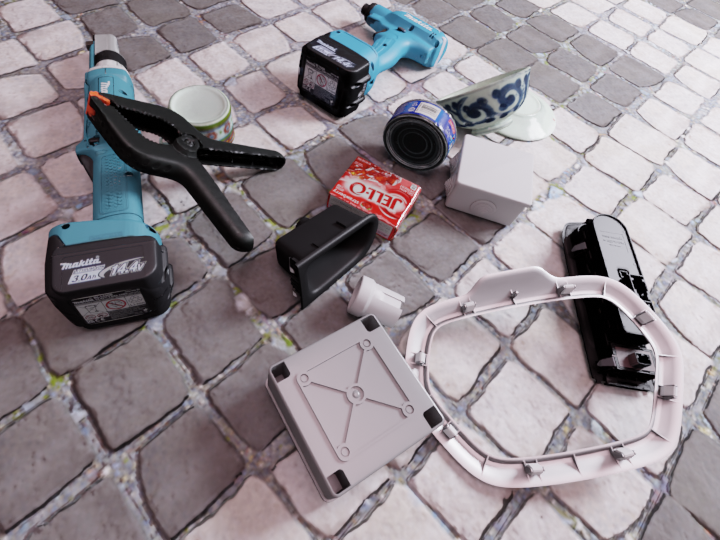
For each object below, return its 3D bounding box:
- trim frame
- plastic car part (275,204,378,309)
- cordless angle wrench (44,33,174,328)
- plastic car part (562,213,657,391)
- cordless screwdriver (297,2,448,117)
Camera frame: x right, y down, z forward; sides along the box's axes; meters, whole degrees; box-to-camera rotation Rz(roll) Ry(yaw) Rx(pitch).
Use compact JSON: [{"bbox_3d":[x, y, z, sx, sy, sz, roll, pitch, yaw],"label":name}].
[{"bbox_3d":[0.165,0.087,0.384,0.249,0.026,0.190,-11,65,3],"label":"trim frame"},{"bbox_3d":[-0.043,-0.028,0.444,0.074,0.064,0.115,31,55,26],"label":"plastic car part"},{"bbox_3d":[-0.282,-0.145,0.477,0.096,0.073,0.441,-11,58,-17],"label":"cordless angle wrench"},{"bbox_3d":[0.269,0.017,0.455,0.066,0.065,0.208,4,55,0],"label":"plastic car part"},{"bbox_3d":[0.003,-0.333,0.632,0.164,0.073,0.245,39,57,16],"label":"cordless screwdriver"}]
